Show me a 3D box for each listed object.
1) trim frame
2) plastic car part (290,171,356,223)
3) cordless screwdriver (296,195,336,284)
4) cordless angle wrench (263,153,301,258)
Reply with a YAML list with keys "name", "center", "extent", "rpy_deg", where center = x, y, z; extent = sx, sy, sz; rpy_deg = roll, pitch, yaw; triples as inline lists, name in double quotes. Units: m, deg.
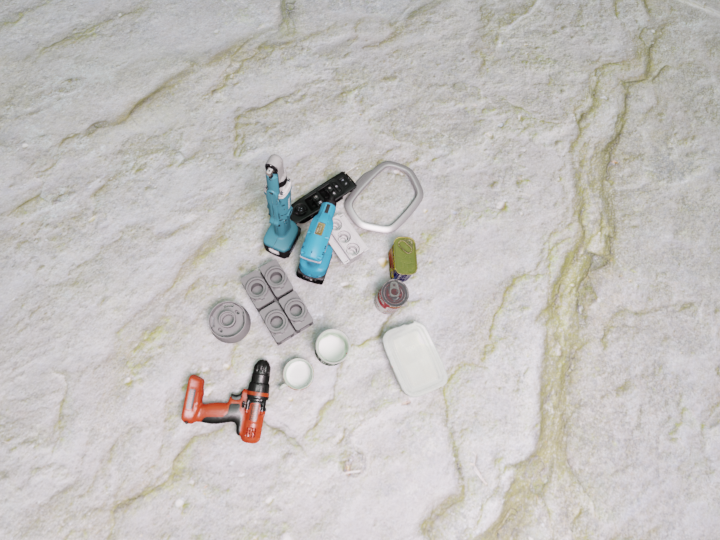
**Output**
- name: "trim frame"
  center: [0.068, -0.210, 1.197]
  extent: [0.188, 0.027, 0.247]
  rpy_deg: [37, 73, 10]
- name: "plastic car part"
  center: [-0.111, -0.191, 1.161]
  extent: [0.201, 0.066, 0.068]
  rpy_deg: [-33, 78, -14]
- name: "cordless screwdriver"
  center: [-0.100, -0.065, 1.021]
  extent: [0.074, 0.246, 0.160]
  rpy_deg: [18, 71, -2]
- name: "cordless angle wrench"
  center: [-0.183, -0.139, 0.952]
  extent: [0.075, 0.418, 0.098]
  rpy_deg: [24, 71, 0]
